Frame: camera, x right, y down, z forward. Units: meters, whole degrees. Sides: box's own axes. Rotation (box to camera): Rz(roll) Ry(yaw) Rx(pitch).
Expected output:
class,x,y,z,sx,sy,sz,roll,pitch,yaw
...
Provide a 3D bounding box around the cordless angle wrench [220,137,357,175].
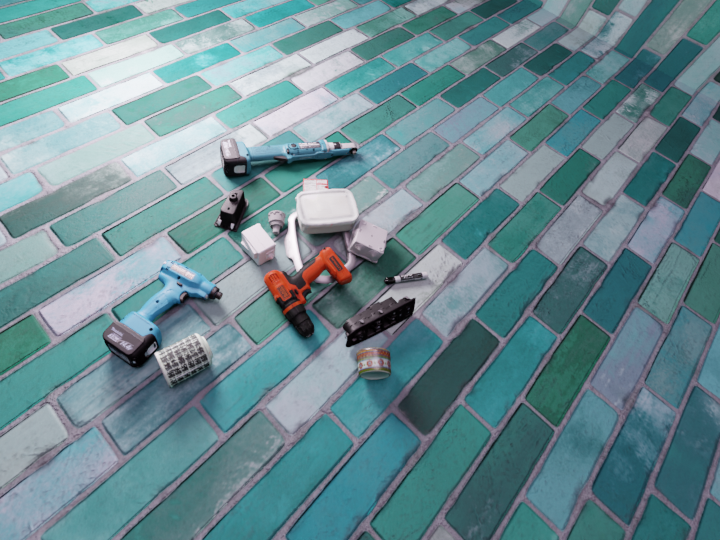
class,x,y,z,sx,sy,sz,roll,pitch,yaw
cordless angle wrench,-0.208,-0.359,1.287,0.412,0.073,0.102,-10,61,-18

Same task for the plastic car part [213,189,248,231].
class,x,y,z,sx,sy,sz,roll,pitch,yaw
plastic car part,-0.345,-0.174,1.142,0.066,0.070,0.118,16,59,-2

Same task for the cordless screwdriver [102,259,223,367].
class,x,y,z,sx,sy,sz,roll,pitch,yaw
cordless screwdriver,-0.437,0.098,0.950,0.161,0.073,0.249,24,53,5

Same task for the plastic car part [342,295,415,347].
class,x,y,z,sx,sy,sz,roll,pitch,yaw
plastic car part,0.038,0.114,1.020,0.199,0.064,0.070,-29,58,-25

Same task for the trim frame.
class,x,y,z,sx,sy,sz,roll,pitch,yaw
trim frame,-0.111,-0.073,1.139,0.180,0.027,0.257,-6,60,-14
